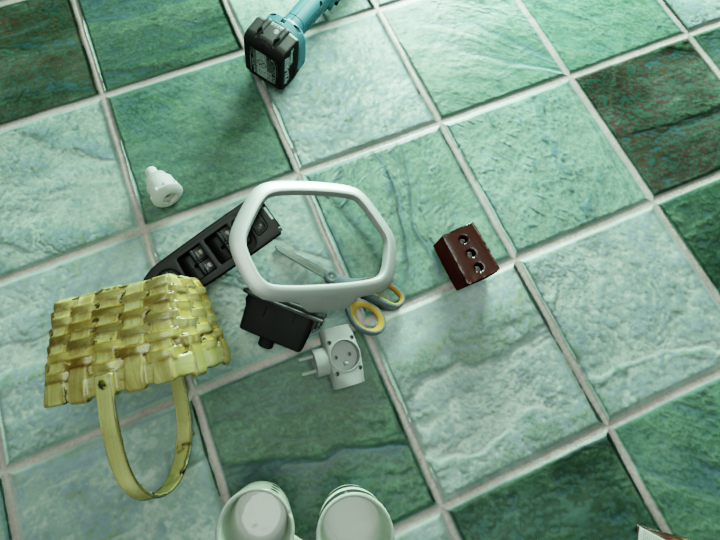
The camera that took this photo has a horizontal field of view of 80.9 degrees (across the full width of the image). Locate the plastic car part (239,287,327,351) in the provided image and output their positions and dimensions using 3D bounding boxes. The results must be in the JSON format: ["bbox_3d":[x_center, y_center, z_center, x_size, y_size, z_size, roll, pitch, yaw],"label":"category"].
[{"bbox_3d":[-0.111,0.073,0.574,0.118,0.065,0.071,17,89,5],"label":"plastic car part"}]

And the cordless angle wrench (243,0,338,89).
[{"bbox_3d":[-0.045,-0.490,0.724,0.075,0.097,0.423,32,72,0],"label":"cordless angle wrench"}]

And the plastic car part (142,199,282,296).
[{"bbox_3d":[-0.209,-0.022,0.589,0.202,0.068,0.065,-37,99,-7],"label":"plastic car part"}]

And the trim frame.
[{"bbox_3d":[-0.056,-0.037,0.576,0.239,0.028,0.188,-3,72,-29],"label":"trim frame"}]
